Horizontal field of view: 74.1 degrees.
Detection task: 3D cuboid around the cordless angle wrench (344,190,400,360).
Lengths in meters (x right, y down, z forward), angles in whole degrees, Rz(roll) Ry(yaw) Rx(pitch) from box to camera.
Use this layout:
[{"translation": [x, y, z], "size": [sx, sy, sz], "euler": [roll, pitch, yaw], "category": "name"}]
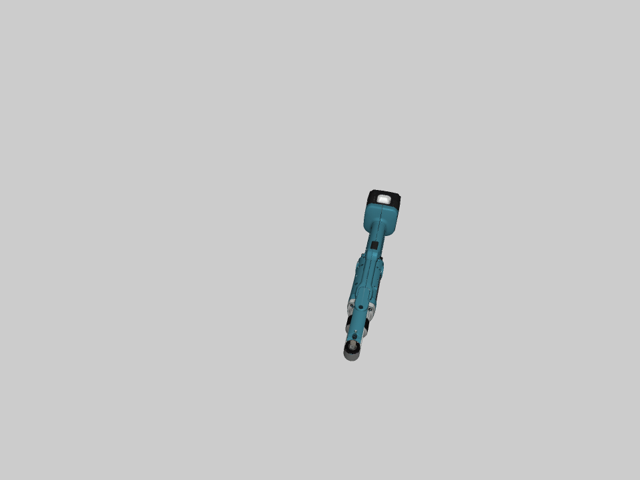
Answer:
[{"translation": [0.099, 0.057, 0.850], "size": [0.074, 0.098, 0.421], "euler": [11, 44, 9], "category": "cordless angle wrench"}]
